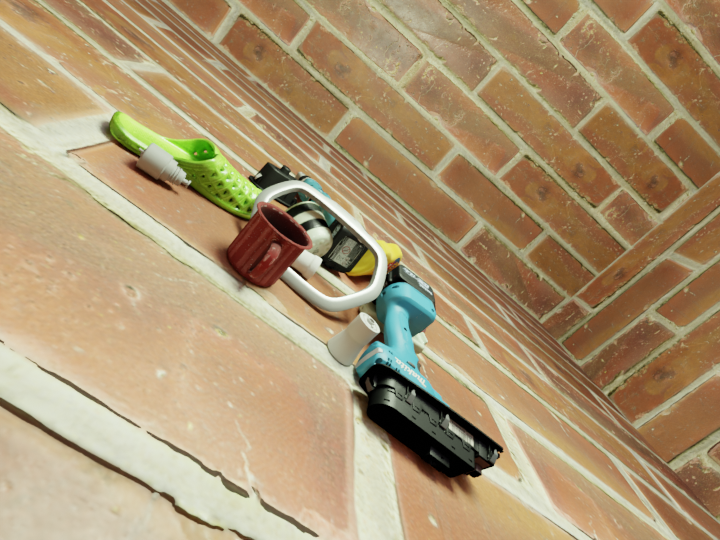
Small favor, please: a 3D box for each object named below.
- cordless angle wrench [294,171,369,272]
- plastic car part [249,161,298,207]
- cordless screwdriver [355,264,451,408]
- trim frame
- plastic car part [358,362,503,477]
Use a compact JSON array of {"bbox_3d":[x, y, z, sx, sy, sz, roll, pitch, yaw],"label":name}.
[{"bbox_3d":[-0.094,-0.145,0.953,0.071,0.098,0.443,29,17,-32],"label":"cordless angle wrench"},{"bbox_3d":[-0.174,-0.192,0.917,0.110,0.071,0.069,31,18,-44],"label":"plastic car part"},{"bbox_3d":[0.079,0.109,0.645,0.156,0.075,0.252,38,29,-13],"label":"cordless screwdriver"},{"bbox_3d":[-0.066,-0.043,0.672,0.250,0.027,0.183,39,57,3],"label":"trim frame"},{"bbox_3d":[0.077,0.192,0.510,0.200,0.067,0.067,41,42,-7],"label":"plastic car part"}]
